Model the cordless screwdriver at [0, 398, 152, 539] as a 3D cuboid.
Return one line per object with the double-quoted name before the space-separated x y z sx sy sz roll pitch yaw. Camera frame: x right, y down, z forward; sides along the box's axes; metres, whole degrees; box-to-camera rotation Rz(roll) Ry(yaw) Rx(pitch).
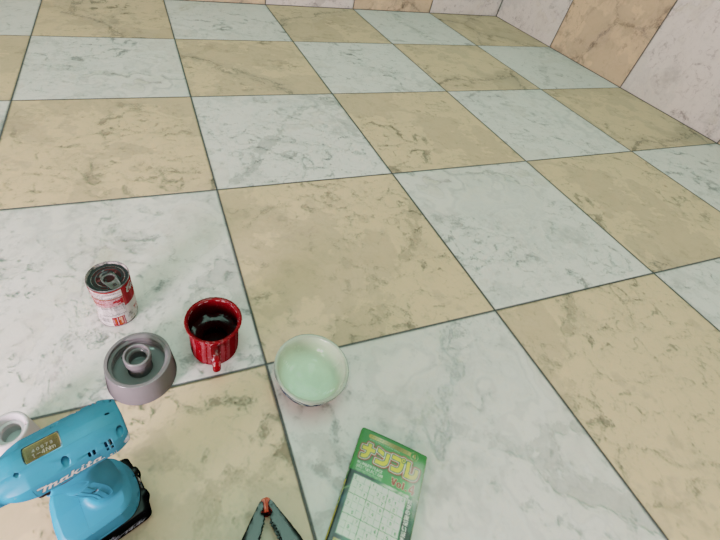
"cordless screwdriver" -0.319 0.244 0.455 0.155 0.244 0.078 -25 58 -33
